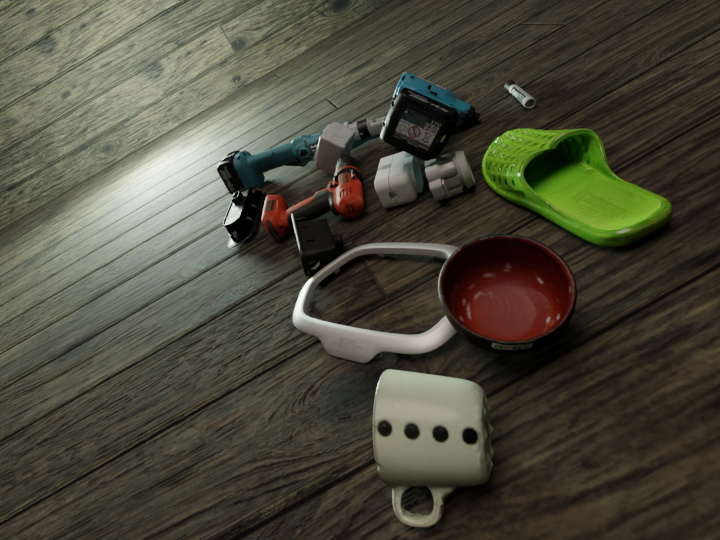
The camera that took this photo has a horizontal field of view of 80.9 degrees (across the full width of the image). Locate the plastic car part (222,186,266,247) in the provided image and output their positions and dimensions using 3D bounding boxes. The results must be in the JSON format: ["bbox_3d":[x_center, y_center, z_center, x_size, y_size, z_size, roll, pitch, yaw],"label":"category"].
[{"bbox_3d":[-0.245,-0.124,0.885,0.067,0.064,0.210,-17,38,7],"label":"plastic car part"}]

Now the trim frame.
[{"bbox_3d":[0.022,0.029,0.519,0.261,0.026,0.183,4,46,38],"label":"trim frame"}]

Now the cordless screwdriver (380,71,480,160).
[{"bbox_3d":[0.123,-0.253,0.688,0.251,0.159,0.074,-69,2,-55],"label":"cordless screwdriver"}]

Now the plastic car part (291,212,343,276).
[{"bbox_3d":[-0.064,-0.042,0.650,0.070,0.063,0.122,-17,36,-7],"label":"plastic car part"}]

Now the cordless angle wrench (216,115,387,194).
[{"bbox_3d":[-0.124,-0.274,0.959,0.434,0.094,0.075,-12,33,20],"label":"cordless angle wrench"}]
